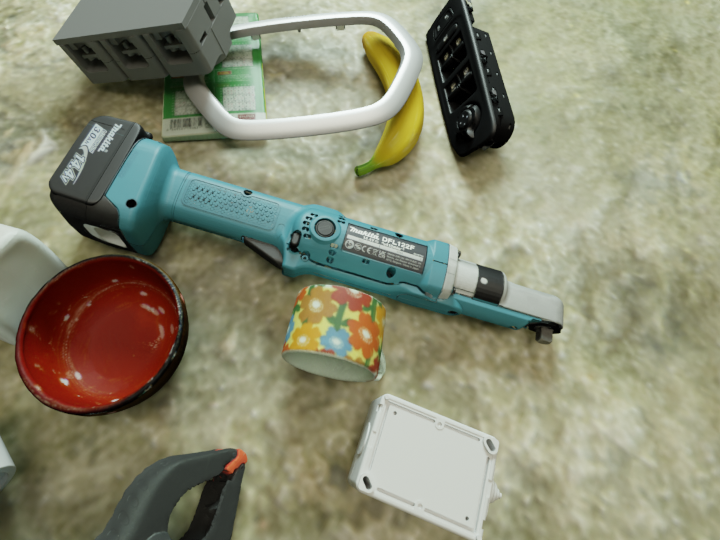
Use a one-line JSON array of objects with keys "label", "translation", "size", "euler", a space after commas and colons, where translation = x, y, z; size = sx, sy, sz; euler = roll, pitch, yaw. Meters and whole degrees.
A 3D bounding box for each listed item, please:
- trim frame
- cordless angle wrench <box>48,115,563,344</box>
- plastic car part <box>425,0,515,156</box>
[{"label": "trim frame", "translation": [-0.060, -0.210, 0.439], "size": [0.249, 0.027, 0.189], "euler": [-8, 66, 1]}, {"label": "cordless angle wrench", "translation": [-0.035, -0.023, 0.361], "size": [0.424, 0.073, 0.099], "euler": [16, 66, 1]}, {"label": "plastic car part", "translation": [0.121, -0.207, 0.463], "size": [0.064, 0.067, 0.208], "euler": [14, 60, -29]}]
